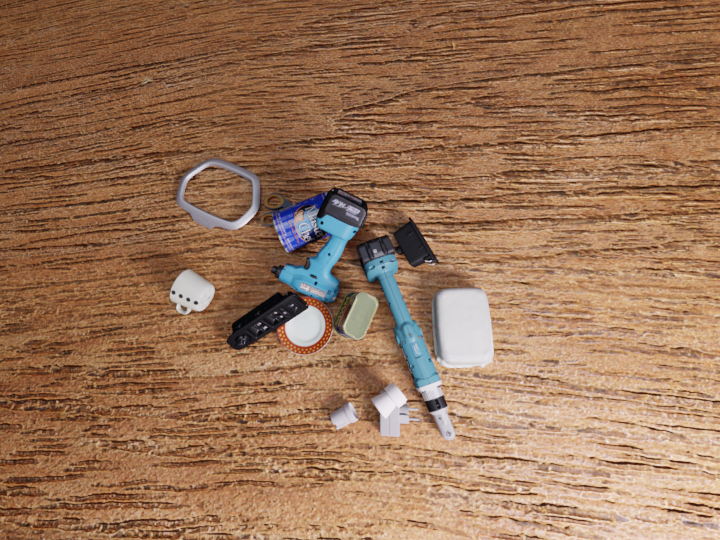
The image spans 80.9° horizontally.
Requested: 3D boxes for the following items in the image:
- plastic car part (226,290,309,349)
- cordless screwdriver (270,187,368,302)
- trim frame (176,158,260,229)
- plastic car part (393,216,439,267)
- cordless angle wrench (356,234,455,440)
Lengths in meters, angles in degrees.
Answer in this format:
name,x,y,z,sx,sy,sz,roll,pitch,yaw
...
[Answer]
name,x,y,z,sx,sy,sz,roll,pitch,yaw
plastic car part,-0.219,0.105,0.947,0.204,0.063,0.070,-37,53,9
cordless screwdriver,-0.090,-0.059,0.921,0.159,0.075,0.247,23,110,0
trim frame,-0.373,-0.200,1.111,0.256,0.027,0.184,23,76,15
plastic car part,0.117,-0.054,0.957,0.071,0.063,0.121,-35,66,12
cordless angle wrench,0.099,0.133,0.880,0.074,0.095,0.434,-20,73,-2
